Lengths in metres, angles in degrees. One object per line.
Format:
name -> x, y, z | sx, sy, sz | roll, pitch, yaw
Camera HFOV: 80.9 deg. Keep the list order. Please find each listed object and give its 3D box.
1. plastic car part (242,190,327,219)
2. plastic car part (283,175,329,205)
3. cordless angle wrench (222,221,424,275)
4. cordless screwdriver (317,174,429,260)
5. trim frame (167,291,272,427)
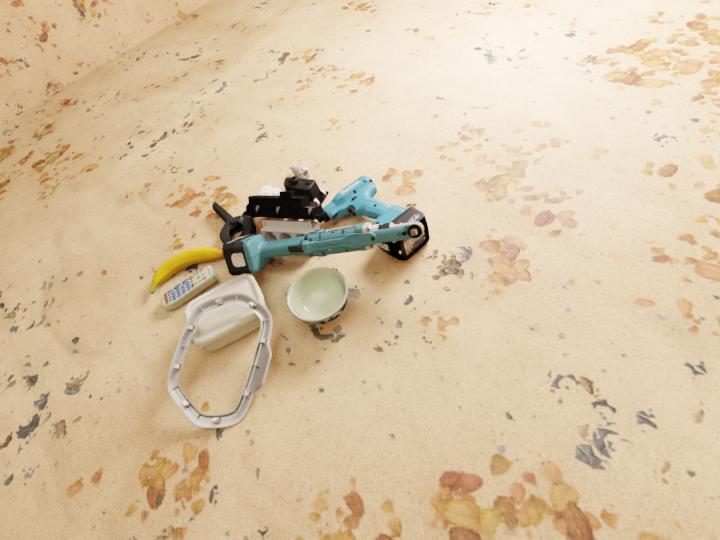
plastic car part -> -0.181, -0.145, 0.956 | 0.211, 0.065, 0.065 | 2, 23, 24
plastic car part -> -0.149, -0.203, 1.057 | 0.122, 0.068, 0.066 | 15, 57, 26
cordless angle wrench -> -0.084, -0.055, 0.856 | 0.437, 0.073, 0.096 | -6, 15, 24
cordless screwdriver -> 0.019, -0.110, 0.921 | 0.158, 0.071, 0.263 | -37, 46, -10
trim frame -> -0.256, 0.159, 0.781 | 0.187, 0.027, 0.251 | 12, 72, 9
